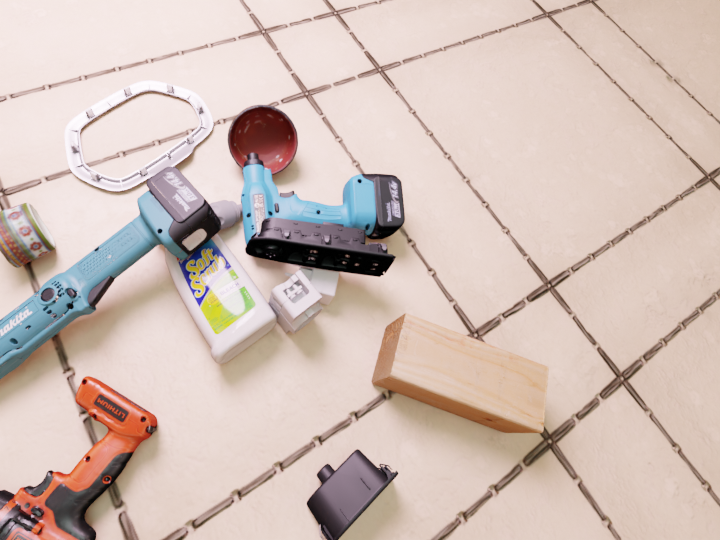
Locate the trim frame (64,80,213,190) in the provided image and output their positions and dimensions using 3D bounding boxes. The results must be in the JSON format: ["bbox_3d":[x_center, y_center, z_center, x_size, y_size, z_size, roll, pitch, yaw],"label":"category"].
[{"bbox_3d":[-0.364,-0.232,0.700,0.187,0.027,0.246,41,63,8],"label":"trim frame"}]

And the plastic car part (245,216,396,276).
[{"bbox_3d":[-0.058,-0.038,0.589,0.200,0.066,0.068,4,70,-8],"label":"plastic car part"}]

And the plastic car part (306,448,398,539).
[{"bbox_3d":[-0.019,0.269,0.522,0.115,0.064,0.074,-35,63,-20],"label":"plastic car part"}]

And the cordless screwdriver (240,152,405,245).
[{"bbox_3d":[-0.063,-0.115,0.667,0.245,0.074,0.161,-6,79,-11],"label":"cordless screwdriver"}]

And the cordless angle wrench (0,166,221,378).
[{"bbox_3d":[-0.368,0.037,0.524,0.420,0.072,0.101,-42,73,-12],"label":"cordless angle wrench"}]
